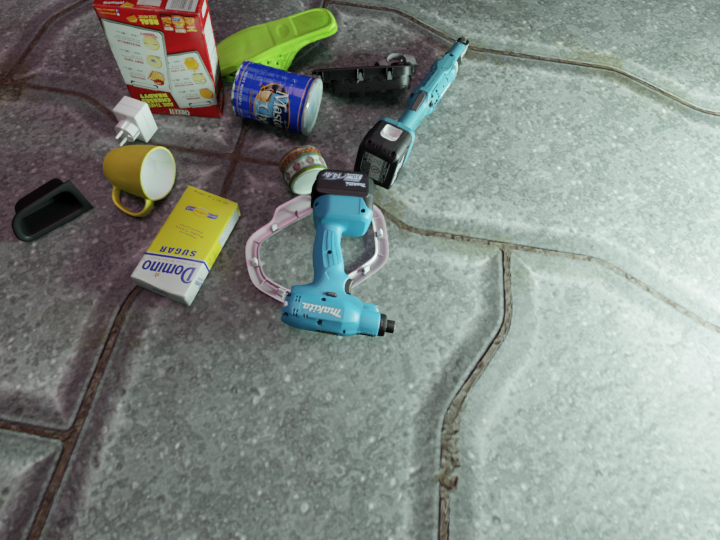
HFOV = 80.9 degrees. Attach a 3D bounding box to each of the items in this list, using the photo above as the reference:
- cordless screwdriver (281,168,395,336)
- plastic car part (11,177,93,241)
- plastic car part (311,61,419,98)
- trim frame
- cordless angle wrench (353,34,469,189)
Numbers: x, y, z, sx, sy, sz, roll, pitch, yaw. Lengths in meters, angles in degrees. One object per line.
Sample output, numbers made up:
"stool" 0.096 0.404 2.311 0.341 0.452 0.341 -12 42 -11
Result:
"cordless screwdriver" -0.018 -0.026 0.635 0.160 0.073 0.253 9 68 1
"plastic car part" -0.515 -0.108 0.689 0.115 0.063 0.075 -36 57 -15
"plastic car part" 0.010 -0.370 0.819 0.208 0.066 0.066 -1 104 14
"trim frame" -0.067 -0.044 0.690 0.245 0.027 0.191 -31 68 -14
"cordless angle wrench" 0.121 -0.329 0.812 0.076 0.096 0.422 28 62 7
